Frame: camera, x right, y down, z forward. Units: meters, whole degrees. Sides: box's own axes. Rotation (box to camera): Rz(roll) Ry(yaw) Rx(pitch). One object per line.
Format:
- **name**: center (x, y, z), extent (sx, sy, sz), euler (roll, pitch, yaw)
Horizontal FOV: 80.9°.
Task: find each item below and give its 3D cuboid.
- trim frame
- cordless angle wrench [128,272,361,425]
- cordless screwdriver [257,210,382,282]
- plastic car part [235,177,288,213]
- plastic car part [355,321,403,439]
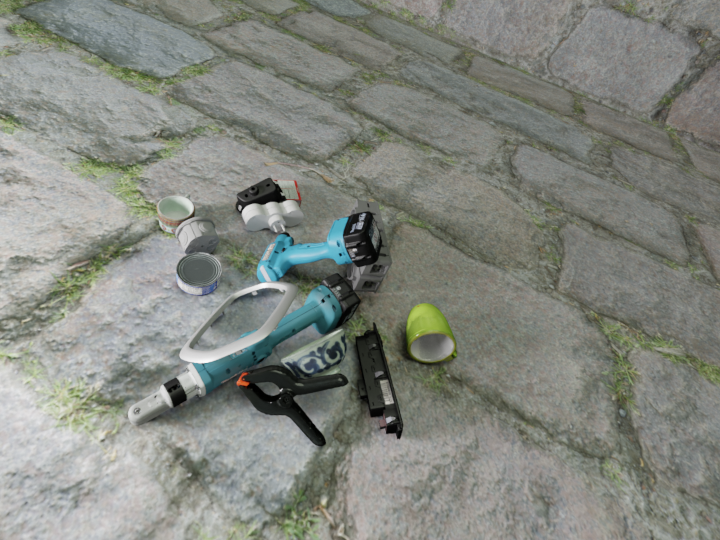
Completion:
- **trim frame**: center (-0.203, 0.081, 0.726), extent (0.189, 0.027, 0.250), euler (-12, 25, 17)
- **cordless angle wrench**: center (-0.182, 0.132, 0.723), extent (0.412, 0.097, 0.077), euler (-28, 67, -32)
- **cordless screwdriver**: center (-0.084, -0.055, 0.863), extent (0.255, 0.071, 0.162), euler (-14, 32, 19)
- **plastic car part**: center (-0.235, -0.174, 0.976), extent (0.115, 0.069, 0.068), euler (-26, 71, -12)
- **plastic car part**: center (0.027, 0.192, 0.758), extent (0.067, 0.063, 0.210), euler (-12, 50, 3)
